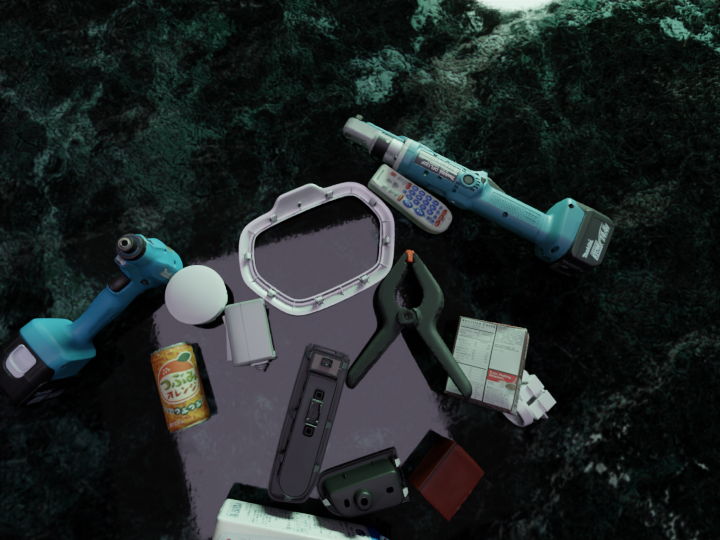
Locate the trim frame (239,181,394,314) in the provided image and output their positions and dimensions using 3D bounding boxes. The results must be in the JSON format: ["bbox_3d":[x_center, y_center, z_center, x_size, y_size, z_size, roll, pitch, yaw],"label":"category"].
[{"bbox_3d":[-0.062,-0.041,0.639,0.246,0.027,0.188,-24,77,-8],"label":"trim frame"}]

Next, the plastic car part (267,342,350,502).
[{"bbox_3d":[-0.066,0.204,0.556,0.065,0.067,0.204,18,77,-9],"label":"plastic car part"}]

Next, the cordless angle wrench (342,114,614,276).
[{"bbox_3d":[0.161,-0.130,0.656,0.429,0.073,0.098,29,75,7],"label":"cordless angle wrench"}]

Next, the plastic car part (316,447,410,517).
[{"bbox_3d":[0.006,0.279,0.533,0.115,0.070,0.067,-13,77,-11],"label":"plastic car part"}]

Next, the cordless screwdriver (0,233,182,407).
[{"bbox_3d":[-0.341,0.053,0.529,0.075,0.158,0.247,44,78,3],"label":"cordless screwdriver"}]
